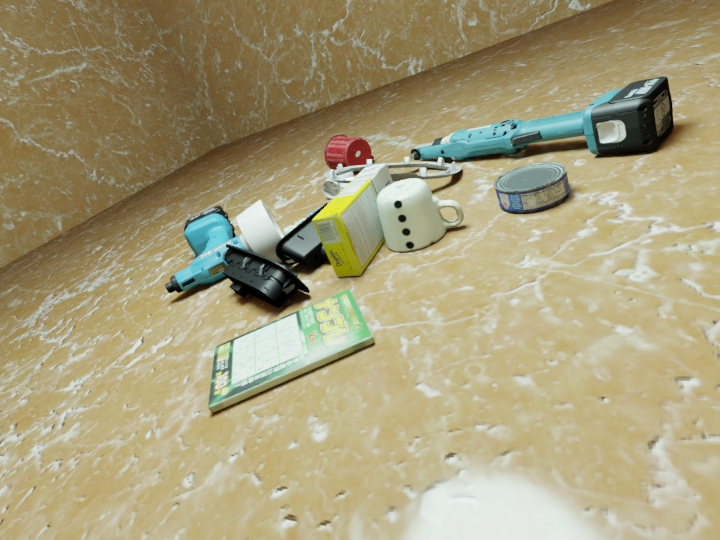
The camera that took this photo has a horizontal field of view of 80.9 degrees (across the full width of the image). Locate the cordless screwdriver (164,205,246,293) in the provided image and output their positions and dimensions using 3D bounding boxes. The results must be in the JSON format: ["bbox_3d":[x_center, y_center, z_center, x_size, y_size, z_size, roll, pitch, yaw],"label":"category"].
[{"bbox_3d":[-0.305,-0.041,0.825,0.157,0.071,0.261,-29,30,-12],"label":"cordless screwdriver"}]

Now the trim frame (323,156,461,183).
[{"bbox_3d":[0.056,-0.185,0.772,0.251,0.027,0.187,-1,23,4],"label":"trim frame"}]

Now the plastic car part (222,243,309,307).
[{"bbox_3d":[-0.152,0.008,0.614,0.214,0.063,0.066,10,50,49],"label":"plastic car part"}]

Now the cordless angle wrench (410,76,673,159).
[{"bbox_3d":[0.252,-0.226,0.716,0.096,0.072,0.445,-37,27,-29],"label":"cordless angle wrench"}]

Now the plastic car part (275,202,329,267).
[{"bbox_3d":[-0.063,-0.041,0.645,0.075,0.063,0.115,21,51,38],"label":"plastic car part"}]
